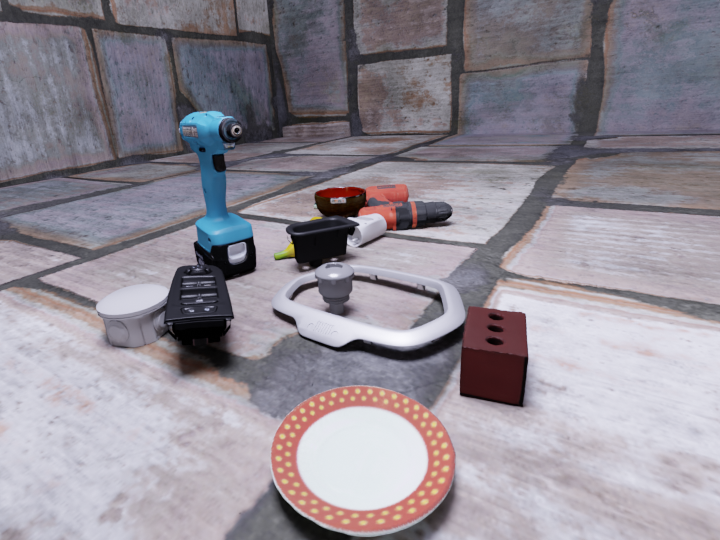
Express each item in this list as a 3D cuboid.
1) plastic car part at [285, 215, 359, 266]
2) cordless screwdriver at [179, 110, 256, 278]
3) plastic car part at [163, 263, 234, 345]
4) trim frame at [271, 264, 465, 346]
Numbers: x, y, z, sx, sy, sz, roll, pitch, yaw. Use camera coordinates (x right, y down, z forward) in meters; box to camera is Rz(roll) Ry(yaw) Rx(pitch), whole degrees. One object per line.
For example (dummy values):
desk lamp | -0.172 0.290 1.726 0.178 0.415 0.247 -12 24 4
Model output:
plastic car part | -0.066 -0.043 0.677 0.113 0.069 0.070 -17 25 -31
cordless screwdriver | -0.206 -0.109 0.634 0.072 0.243 0.168 -17 24 -35
plastic car part | -0.190 0.039 0.504 0.065 0.065 0.212 -10 23 -18
trim frame | 0.004 0.037 0.524 0.262 0.027 0.179 12 28 35
